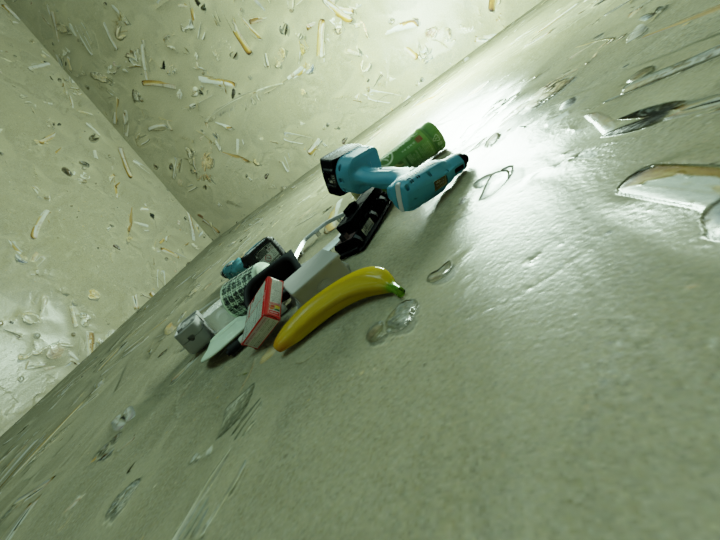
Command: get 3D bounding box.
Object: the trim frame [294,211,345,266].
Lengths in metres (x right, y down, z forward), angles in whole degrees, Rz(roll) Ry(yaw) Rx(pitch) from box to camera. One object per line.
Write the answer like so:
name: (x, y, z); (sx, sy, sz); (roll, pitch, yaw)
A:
trim frame: (-0.088, -0.057, 0.898); (0.187, 0.027, 0.253); (-32, 21, 17)

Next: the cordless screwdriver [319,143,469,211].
cordless screwdriver: (0.052, -0.178, 0.749); (0.156, 0.071, 0.263); (-34, 36, -26)

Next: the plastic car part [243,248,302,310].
plastic car part: (-0.140, 0.030, 0.730); (0.117, 0.069, 0.067); (-36, -27, 5)

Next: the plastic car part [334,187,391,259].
plastic car part: (0.004, -0.102, 0.782); (0.068, 0.066, 0.201); (-34, 14, 43)

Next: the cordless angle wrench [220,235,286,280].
cordless angle wrench: (-0.329, -0.010, 1.176); (0.097, 0.072, 0.437); (-47, 18, -26)
